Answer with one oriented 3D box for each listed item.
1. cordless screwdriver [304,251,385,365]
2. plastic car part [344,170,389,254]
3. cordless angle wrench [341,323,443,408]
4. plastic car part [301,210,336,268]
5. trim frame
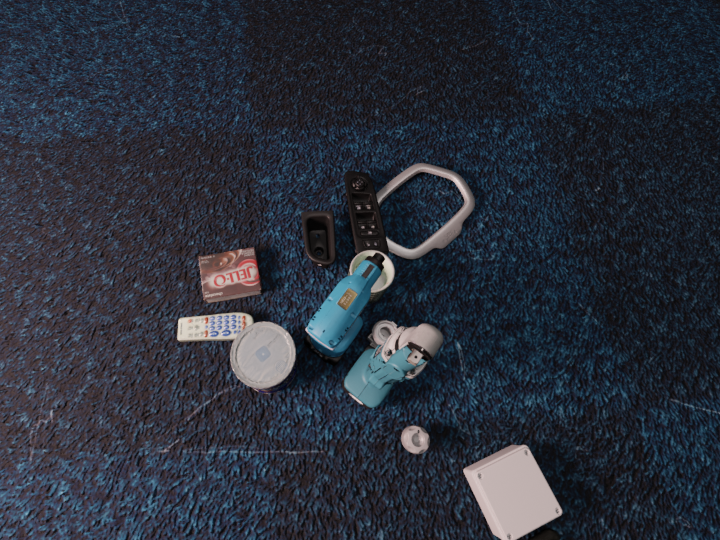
[{"bbox_3d":[-0.026,0.070,0.704,0.076,0.245,0.159,35,70,6],"label":"cordless screwdriver"},{"bbox_3d":[0.006,-0.115,0.877,0.066,0.066,0.208,-7,68,-7],"label":"plastic car part"},{"bbox_3d":[0.040,0.130,0.589,0.076,0.417,0.097,37,70,6],"label":"cordless angle wrench"},{"bbox_3d":[-0.083,-0.054,0.847,0.065,0.070,0.119,-4,69,-6],"label":"plastic car part"},{"bbox_3d":[0.131,-0.131,0.908,0.246,0.027,0.189,-41,75,-16],"label":"trim frame"}]
